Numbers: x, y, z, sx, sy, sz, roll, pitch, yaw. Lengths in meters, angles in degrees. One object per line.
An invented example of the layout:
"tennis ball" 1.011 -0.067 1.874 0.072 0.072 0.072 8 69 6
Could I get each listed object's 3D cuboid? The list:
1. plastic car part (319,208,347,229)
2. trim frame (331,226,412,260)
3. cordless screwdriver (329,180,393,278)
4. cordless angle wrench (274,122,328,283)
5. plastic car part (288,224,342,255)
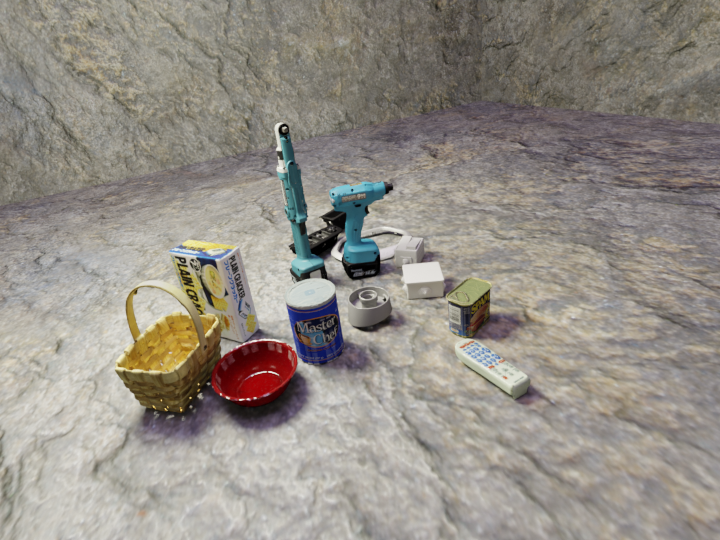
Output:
"plastic car part" -0.071 -0.168 1.407 0.070 0.069 0.114 18 38 41
"trim frame" 0.033 -0.078 1.255 0.245 0.027 0.193 -16 29 -12
"cordless screwdriver" 0.014 -0.107 1.089 0.158 0.241 0.077 -10 26 -5
"cordless angle wrench" -0.158 -0.149 1.041 0.072 0.410 0.103 -19 28 -23
"plastic car part" -0.124 -0.081 1.269 0.070 0.065 0.199 12 35 34
